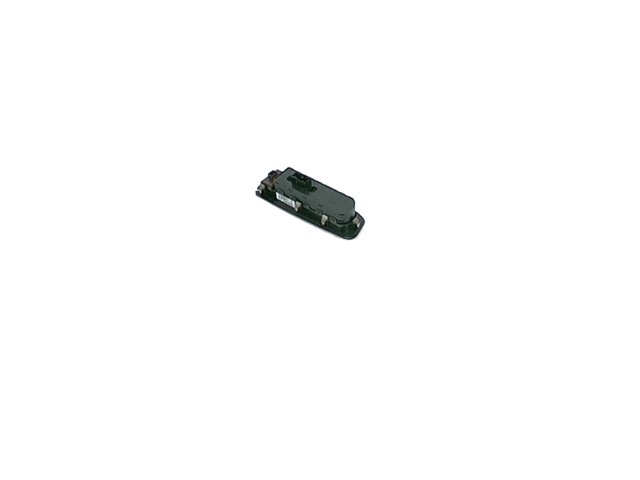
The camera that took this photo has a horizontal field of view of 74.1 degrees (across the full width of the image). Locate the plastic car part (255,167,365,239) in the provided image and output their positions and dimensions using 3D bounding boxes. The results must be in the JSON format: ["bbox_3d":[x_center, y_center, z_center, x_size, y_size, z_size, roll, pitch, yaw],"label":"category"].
[{"bbox_3d":[-0.014,-0.071,0.692,0.204,0.067,0.066,32,49,23],"label":"plastic car part"}]
